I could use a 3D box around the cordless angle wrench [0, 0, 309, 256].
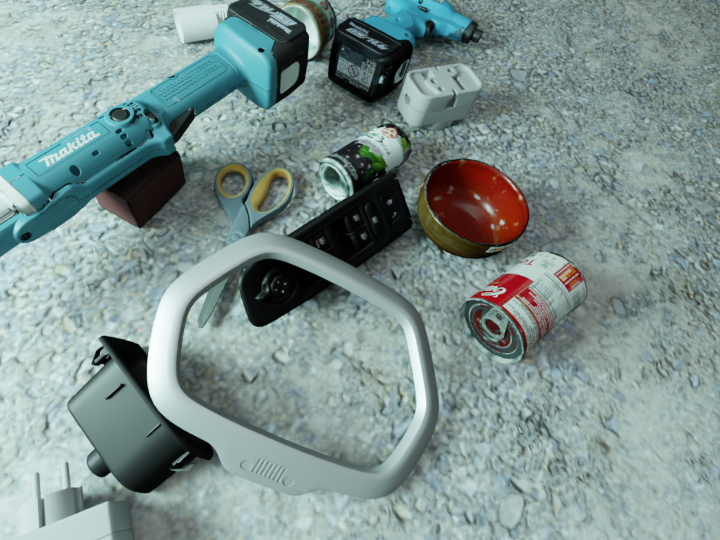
[{"bbox_3d":[-0.212,-0.124,0.390,0.100,0.073,0.420,36,63,9],"label":"cordless angle wrench"}]

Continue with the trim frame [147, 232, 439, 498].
[{"bbox_3d":[-0.042,0.075,0.338,0.242,0.028,0.186,27,65,-14],"label":"trim frame"}]

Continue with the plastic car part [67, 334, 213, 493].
[{"bbox_3d":[-0.175,0.117,0.320,0.070,0.064,0.120,-39,75,-11],"label":"plastic car part"}]

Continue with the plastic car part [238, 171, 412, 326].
[{"bbox_3d":[-0.041,-0.027,0.415,0.200,0.064,0.071,-39,35,-28],"label":"plastic car part"}]

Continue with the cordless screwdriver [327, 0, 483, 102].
[{"bbox_3d":[0.071,-0.332,0.611,0.162,0.073,0.248,30,56,9],"label":"cordless screwdriver"}]
